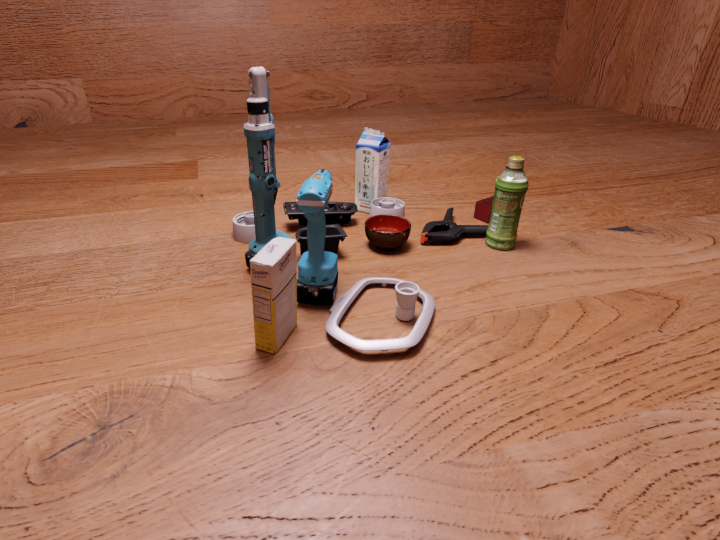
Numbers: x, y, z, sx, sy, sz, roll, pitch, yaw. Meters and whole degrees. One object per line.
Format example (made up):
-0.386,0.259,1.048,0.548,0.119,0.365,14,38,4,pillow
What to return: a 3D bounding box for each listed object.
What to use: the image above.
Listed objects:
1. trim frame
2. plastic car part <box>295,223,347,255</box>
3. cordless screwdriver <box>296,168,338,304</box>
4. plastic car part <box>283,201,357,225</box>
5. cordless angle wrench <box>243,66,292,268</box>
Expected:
0.037,0.075,0.787,0.191,0.027,0.246,11,32,19,trim frame
-0.097,-0.063,0.988,0.114,0.069,0.069,-9,30,-16,plastic car part
-0.080,-0.067,0.821,0.075,0.242,0.161,4,29,4,cordless screwdriver
-0.105,-0.152,1.146,0.200,0.065,0.069,-6,30,-10,plastic car part
-0.197,-0.186,0.861,0.079,0.412,0.095,26,36,38,cordless angle wrench
